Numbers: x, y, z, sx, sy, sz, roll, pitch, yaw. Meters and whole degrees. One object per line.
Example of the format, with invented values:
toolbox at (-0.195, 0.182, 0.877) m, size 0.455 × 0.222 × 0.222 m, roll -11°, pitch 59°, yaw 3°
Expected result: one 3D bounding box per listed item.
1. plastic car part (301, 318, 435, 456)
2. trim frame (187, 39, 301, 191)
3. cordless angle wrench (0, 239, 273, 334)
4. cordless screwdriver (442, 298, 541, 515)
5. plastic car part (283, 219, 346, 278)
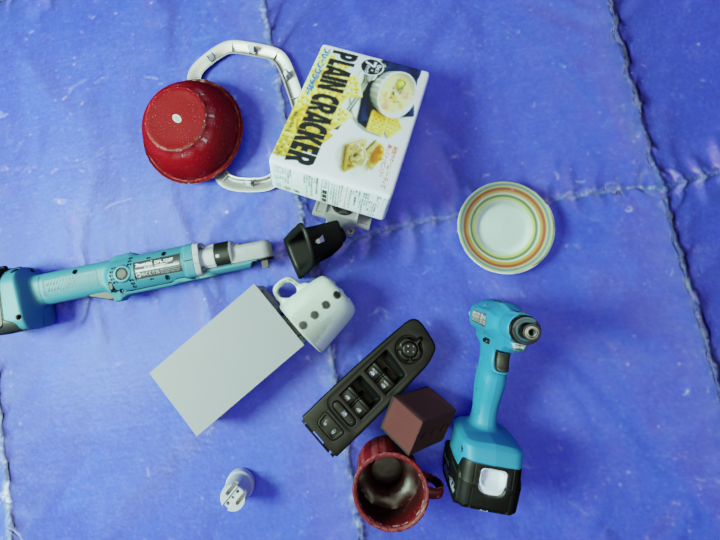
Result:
plastic car part at (0.018, 0.151, 0.571) m, size 0.202 × 0.066 × 0.068 m, roll -43°, pitch 79°, yaw -5°
trim frame at (-0.175, -0.239, 0.644) m, size 0.185 × 0.027 × 0.250 m, roll -17°, pitch 86°, yaw 4°
cordless angle wrench at (-0.336, 0.008, 0.615) m, size 0.424 × 0.074 × 0.099 m, roll -11°, pitch 86°, yaw 1°
cordless screwdriver at (0.164, 0.162, 0.515) m, size 0.075 × 0.158 × 0.249 m, roll 8°, pitch 88°, yaw 0°
plastic car part at (-0.057, -0.037, 0.581) m, size 0.069 × 0.118 × 0.066 m, roll -21°, pitch 87°, yaw -24°
